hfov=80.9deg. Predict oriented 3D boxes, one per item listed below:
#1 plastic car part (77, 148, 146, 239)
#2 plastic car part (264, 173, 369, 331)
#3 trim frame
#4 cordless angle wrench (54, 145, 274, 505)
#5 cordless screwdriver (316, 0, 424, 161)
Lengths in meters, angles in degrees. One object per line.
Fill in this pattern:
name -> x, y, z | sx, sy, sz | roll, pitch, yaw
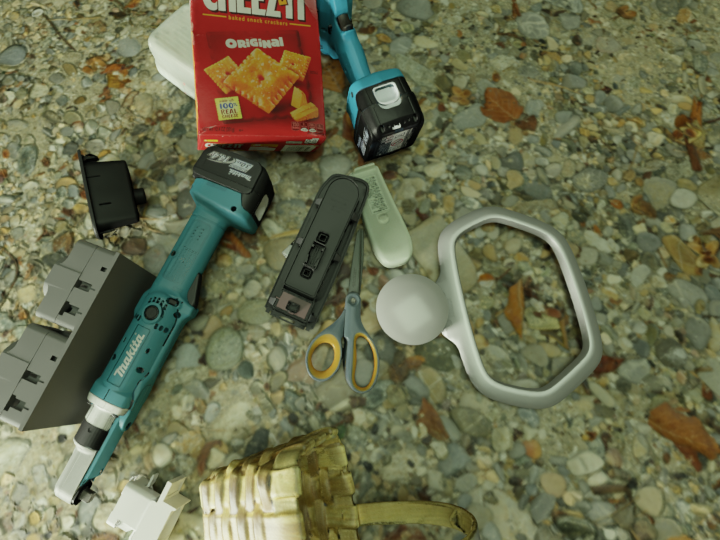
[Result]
plastic car part -> -0.325, -0.100, 0.563 | 0.069, 0.066, 0.119 | -18, 75, -21
plastic car part -> -0.050, -0.033, 0.511 | 0.067, 0.066, 0.203 | 22, 79, 6
trim frame -> 0.184, 0.036, 0.515 | 0.183, 0.027, 0.254 | -9, 73, -2
cordless angle wrench -> -0.234, 0.053, 0.501 | 0.100, 0.073, 0.424 | 22, 76, 7
cordless screwdriver -> 0.000, -0.282, 0.559 | 0.074, 0.157, 0.255 | -20, 75, -8
